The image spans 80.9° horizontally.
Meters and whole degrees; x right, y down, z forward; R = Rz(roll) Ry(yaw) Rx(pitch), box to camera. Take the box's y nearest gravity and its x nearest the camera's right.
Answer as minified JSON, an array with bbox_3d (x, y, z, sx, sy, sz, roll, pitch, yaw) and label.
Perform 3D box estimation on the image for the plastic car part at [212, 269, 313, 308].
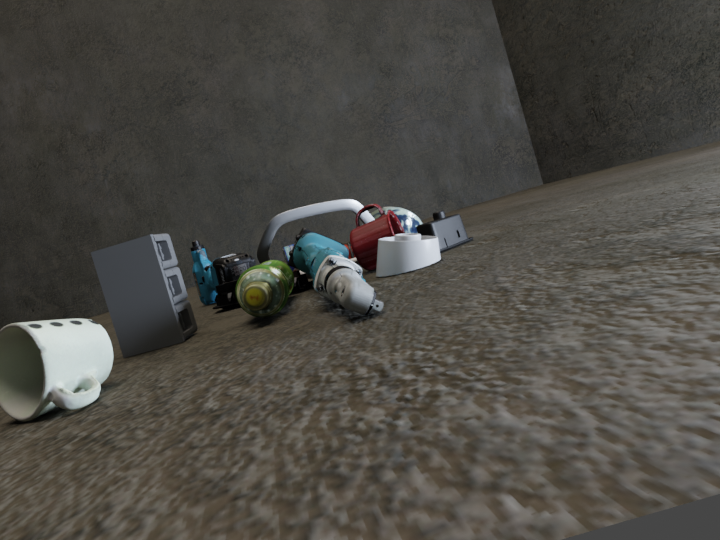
[{"bbox_3d":[-0.194,0.031,0.792,0.207,0.066,0.066,-17,10,17],"label":"plastic car part"}]

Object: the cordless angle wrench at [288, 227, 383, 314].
[{"bbox_3d":[-0.044,-0.004,0.593,0.096,0.074,0.432,22,3,-13],"label":"cordless angle wrench"}]

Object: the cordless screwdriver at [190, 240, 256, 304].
[{"bbox_3d":[-0.323,-0.002,0.961,0.072,0.158,0.259,-17,6,-37],"label":"cordless screwdriver"}]

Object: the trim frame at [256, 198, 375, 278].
[{"bbox_3d":[-0.082,-0.053,0.836,0.246,0.177,0.029,-14,38,-7],"label":"trim frame"}]

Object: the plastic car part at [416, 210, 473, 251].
[{"bbox_3d":[0.146,-0.072,0.772,0.113,0.070,0.068,-23,8,-34],"label":"plastic car part"}]
